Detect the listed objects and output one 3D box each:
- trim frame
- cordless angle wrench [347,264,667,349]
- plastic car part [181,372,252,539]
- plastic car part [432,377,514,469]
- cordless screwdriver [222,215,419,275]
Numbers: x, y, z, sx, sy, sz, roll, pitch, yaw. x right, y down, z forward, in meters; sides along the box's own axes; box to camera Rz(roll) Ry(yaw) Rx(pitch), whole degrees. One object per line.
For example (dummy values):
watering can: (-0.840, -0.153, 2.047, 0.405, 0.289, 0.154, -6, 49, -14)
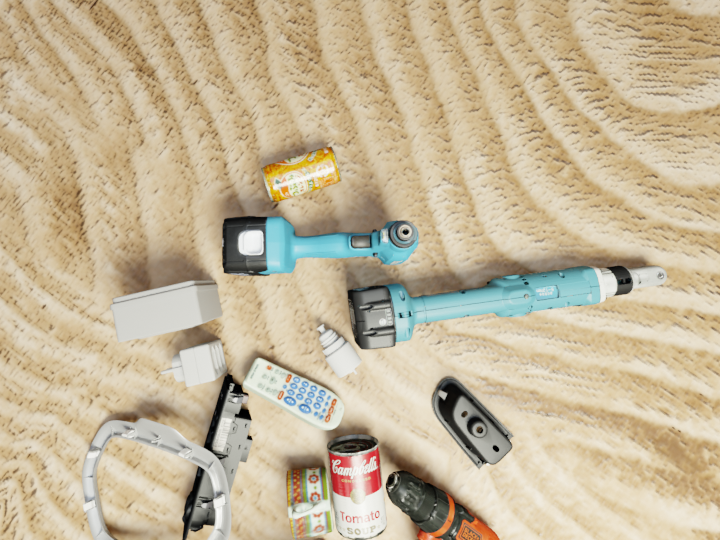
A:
trim frame: (-0.268, 0.286, 0.535, 0.258, 0.026, 0.185, 5, 83, 25)
cordless angle wrench: (0.198, 0.034, 0.560, 0.421, 0.098, 0.074, -8, 89, -3)
plastic car part: (-0.186, 0.249, 0.563, 0.064, 0.069, 0.203, 22, 82, -25)
plastic car part: (0.148, 0.202, 0.548, 0.066, 0.071, 0.117, -42, 88, -6)
cordless screwdriver: (-0.053, -0.035, 0.541, 0.250, 0.157, 0.075, -1, 86, 2)
